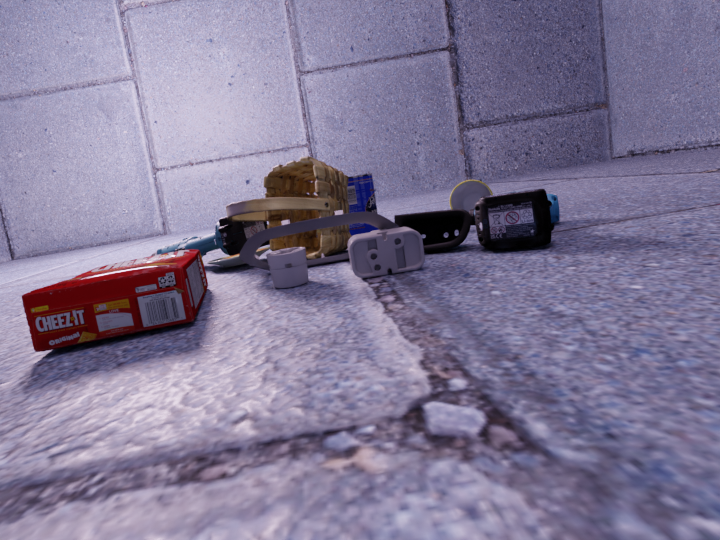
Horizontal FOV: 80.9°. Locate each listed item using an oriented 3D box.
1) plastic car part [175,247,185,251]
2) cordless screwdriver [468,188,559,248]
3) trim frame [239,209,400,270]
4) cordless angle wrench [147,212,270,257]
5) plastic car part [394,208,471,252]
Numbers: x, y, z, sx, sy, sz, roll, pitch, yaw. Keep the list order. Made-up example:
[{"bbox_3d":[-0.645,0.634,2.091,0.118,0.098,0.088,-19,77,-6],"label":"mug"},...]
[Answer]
[{"bbox_3d":[-0.317,-0.006,0.762,0.064,0.066,0.211,-5,12,-20],"label":"plastic car part"},{"bbox_3d":[0.227,-0.086,0.677,0.165,0.074,0.241,-4,8,27],"label":"cordless screwdriver"},{"bbox_3d":[-0.063,-0.041,0.647,0.249,0.028,0.178,-11,-20,2],"label":"trim frame"},{"bbox_3d":[-0.371,-0.048,0.935,0.440,0.074,0.095,-10,7,38],"label":"cordless angle wrench"},{"bbox_3d":[0.120,-0.059,0.671,0.121,0.066,0.068,-5,-6,25],"label":"plastic car part"}]
